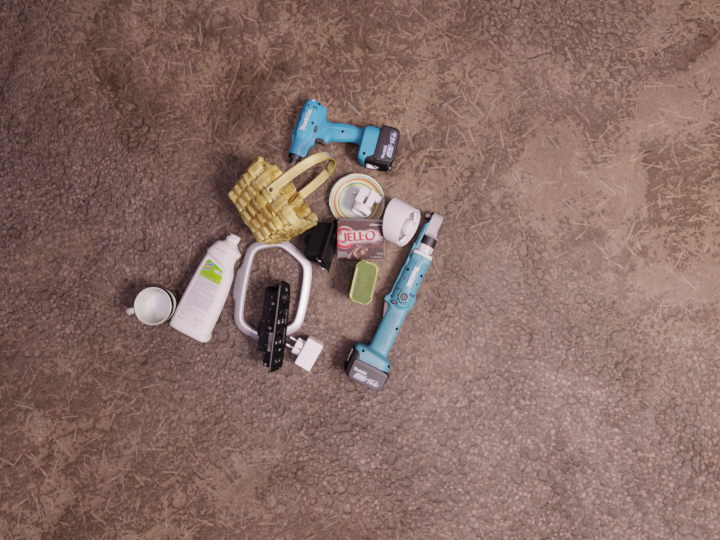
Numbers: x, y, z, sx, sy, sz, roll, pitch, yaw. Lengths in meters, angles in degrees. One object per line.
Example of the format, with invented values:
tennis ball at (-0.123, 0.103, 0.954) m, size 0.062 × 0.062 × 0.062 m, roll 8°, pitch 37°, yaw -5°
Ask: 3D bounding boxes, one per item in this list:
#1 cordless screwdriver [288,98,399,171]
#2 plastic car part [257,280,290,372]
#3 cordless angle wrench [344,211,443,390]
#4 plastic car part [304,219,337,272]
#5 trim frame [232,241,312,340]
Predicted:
cordless screwdriver at (-0.042, -0.293, 0.997) m, size 0.252 × 0.073 × 0.159 m, roll 20°, pitch 88°, yaw 7°
plastic car part at (-0.198, 0.121, 0.964) m, size 0.070 × 0.063 × 0.203 m, roll 9°, pitch 88°, yaw 26°
cordless angle wrench at (0.092, 0.060, 0.971) m, size 0.098 × 0.074 × 0.423 m, roll 26°, pitch 86°, yaw 1°
plastic car part at (-0.096, -0.063, 0.986) m, size 0.073 × 0.063 × 0.118 m, roll 3°, pitch 60°, yaw 13°
trim frame at (-0.213, 0.045, 1.006) m, size 0.185 × 0.027 × 0.248 m, roll 9°, pitch 89°, yaw 2°
